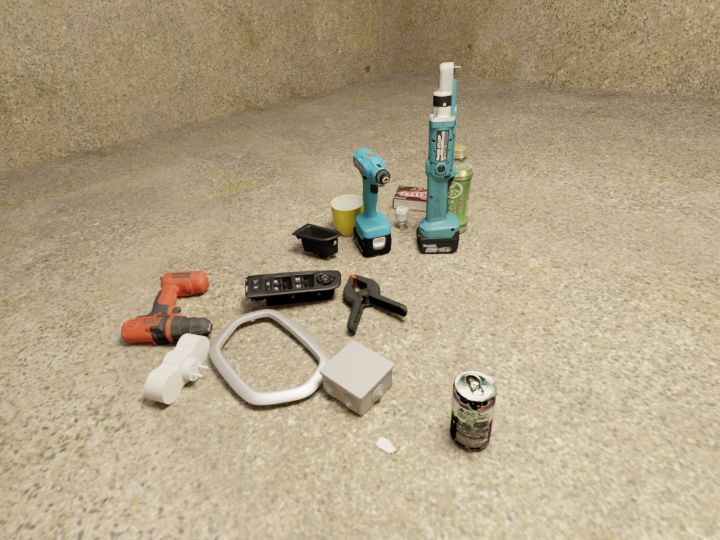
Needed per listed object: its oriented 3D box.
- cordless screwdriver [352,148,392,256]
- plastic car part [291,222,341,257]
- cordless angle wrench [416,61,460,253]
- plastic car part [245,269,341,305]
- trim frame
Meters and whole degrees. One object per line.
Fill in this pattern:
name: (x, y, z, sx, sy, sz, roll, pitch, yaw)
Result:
cordless screwdriver: (0.032, -0.146, 0.982, 0.073, 0.241, 0.167, -12, 33, -13)
plastic car part: (-0.102, -0.067, 1.042, 0.123, 0.068, 0.065, 18, 39, 32)
cordless angle wrench: (0.177, -0.233, 0.934, 0.099, 0.409, 0.076, 0, 32, 6)
plastic car part: (-0.137, 0.041, 0.891, 0.202, 0.065, 0.069, -9, 33, -4)
trim frame: (-0.165, 0.149, 0.768, 0.180, 0.026, 0.263, -30, 40, -31)
